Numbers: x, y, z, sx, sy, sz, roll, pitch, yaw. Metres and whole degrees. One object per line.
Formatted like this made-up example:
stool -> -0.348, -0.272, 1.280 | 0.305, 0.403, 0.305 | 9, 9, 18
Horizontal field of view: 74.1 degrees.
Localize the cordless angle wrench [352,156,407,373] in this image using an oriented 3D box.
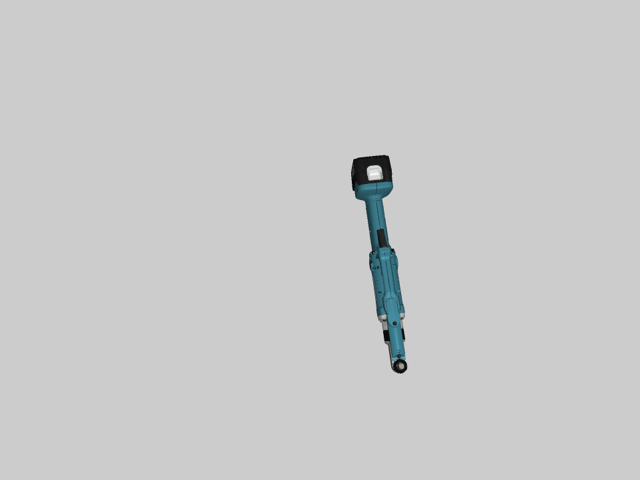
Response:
cordless angle wrench -> 0.124, 0.043, 0.837 | 0.074, 0.422, 0.098 | -6, -14, -1
